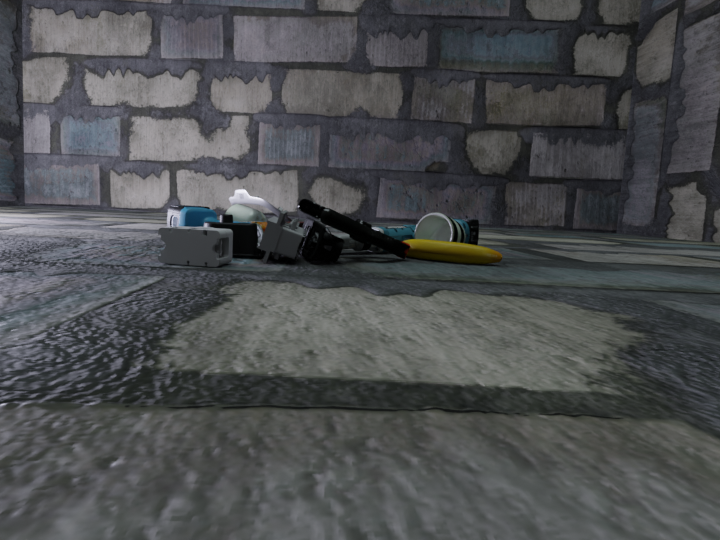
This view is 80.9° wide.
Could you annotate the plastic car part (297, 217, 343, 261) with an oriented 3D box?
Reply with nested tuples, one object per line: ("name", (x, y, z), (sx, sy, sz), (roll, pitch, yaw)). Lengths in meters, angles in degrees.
("plastic car part", (-0.072, -0.047, 0.734), (0.066, 0.066, 0.207), (27, 2, -14))

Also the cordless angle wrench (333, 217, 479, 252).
("cordless angle wrench", (0.103, -0.072, 0.916), (0.404, 0.074, 0.103), (-7, 12, -40))

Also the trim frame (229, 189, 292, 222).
("trim frame", (-0.237, -0.135, 1.050), (0.175, 0.027, 0.262), (43, -17, -34))

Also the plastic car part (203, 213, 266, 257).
("plastic car part", (-0.217, -0.058, 0.705), (0.116, 0.070, 0.066), (6, 5, -1))

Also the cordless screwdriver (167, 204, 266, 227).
("cordless screwdriver", (-0.325, -0.091, 0.895), (0.262, 0.074, 0.152), (13, 12, 34))
